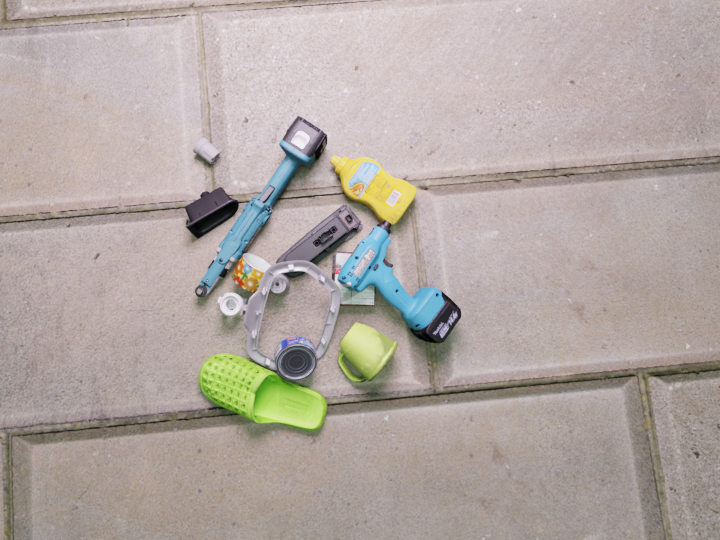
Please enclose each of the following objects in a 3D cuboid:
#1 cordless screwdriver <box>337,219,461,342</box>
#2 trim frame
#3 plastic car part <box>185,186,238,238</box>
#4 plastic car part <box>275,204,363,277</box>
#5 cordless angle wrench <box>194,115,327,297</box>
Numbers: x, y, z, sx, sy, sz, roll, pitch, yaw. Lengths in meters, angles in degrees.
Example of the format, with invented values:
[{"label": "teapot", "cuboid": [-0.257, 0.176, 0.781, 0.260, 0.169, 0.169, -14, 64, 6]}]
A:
[{"label": "cordless screwdriver", "cuboid": [0.091, 0.024, 0.857, 0.245, 0.075, 0.159, 37, 77, -7]}, {"label": "trim frame", "cuboid": [-0.139, 0.096, 0.850, 0.180, 0.028, 0.246, 14, 107, -11]}, {"label": "plastic car part", "cuboid": [-0.322, -0.133, 0.897, 0.116, 0.064, 0.073, -36, 75, -8]}, {"label": "plastic car part", "cuboid": [-0.087, -0.057, 0.890, 0.203, 0.068, 0.066, -38, 96, -2]}, {"label": "cordless angle wrench", "cuboid": [-0.217, -0.122, 0.885, 0.074, 0.098, 0.423, 34, 89, -2]}]
